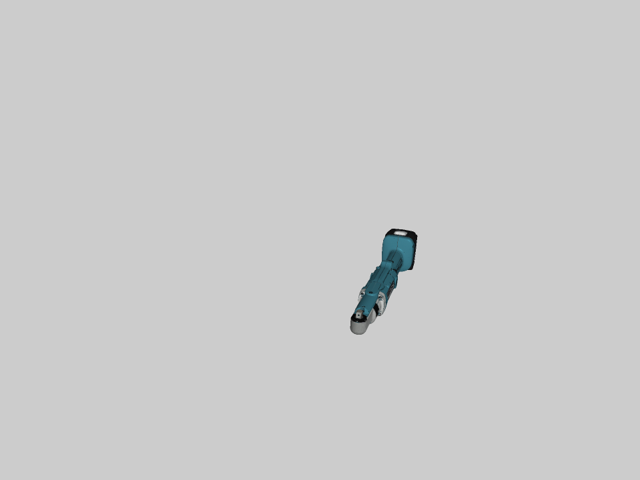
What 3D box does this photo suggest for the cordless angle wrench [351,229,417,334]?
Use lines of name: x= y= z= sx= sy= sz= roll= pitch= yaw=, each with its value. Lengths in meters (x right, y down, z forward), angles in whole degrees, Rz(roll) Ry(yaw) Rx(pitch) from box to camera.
cordless angle wrench: x=0.131 y=0.081 z=0.874 sx=0.074 sy=0.098 sz=0.421 roll=9 pitch=21 yaw=18
